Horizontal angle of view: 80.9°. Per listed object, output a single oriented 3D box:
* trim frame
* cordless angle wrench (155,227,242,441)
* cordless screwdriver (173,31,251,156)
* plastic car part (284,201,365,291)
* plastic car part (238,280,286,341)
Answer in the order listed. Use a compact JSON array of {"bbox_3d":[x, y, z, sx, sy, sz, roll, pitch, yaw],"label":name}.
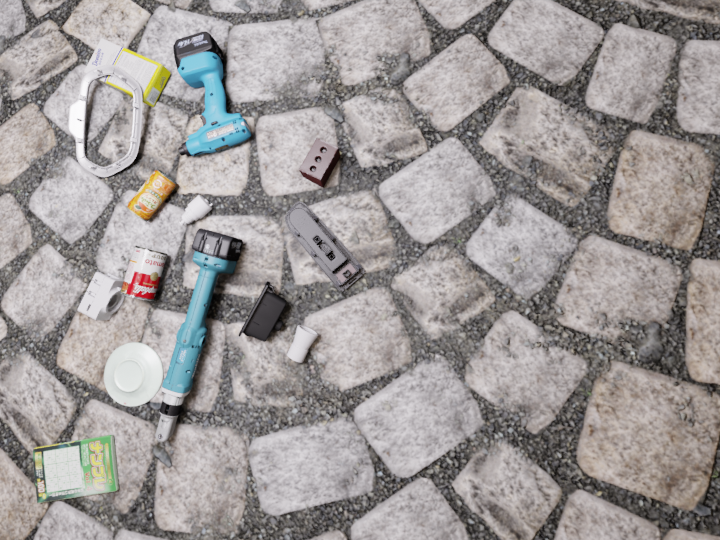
[{"bbox_3d":[-0.571,-0.334,0.945,0.189,0.027,0.247,9,97,14],"label":"trim frame"},{"bbox_3d":[-0.334,0.130,0.838,0.075,0.097,0.423,15,88,3],"label":"cordless angle wrench"},{"bbox_3d":[-0.348,-0.376,0.921,0.160,0.073,0.251,-19,84,4],"label":"cordless screwdriver"},{"bbox_3d":[-0.083,-0.054,0.844,0.066,0.065,0.208,-42,76,7],"label":"plastic car part"},{"bbox_3d":[-0.185,0.089,0.840,0.070,0.067,0.116,25,89,-6],"label":"plastic car part"}]
